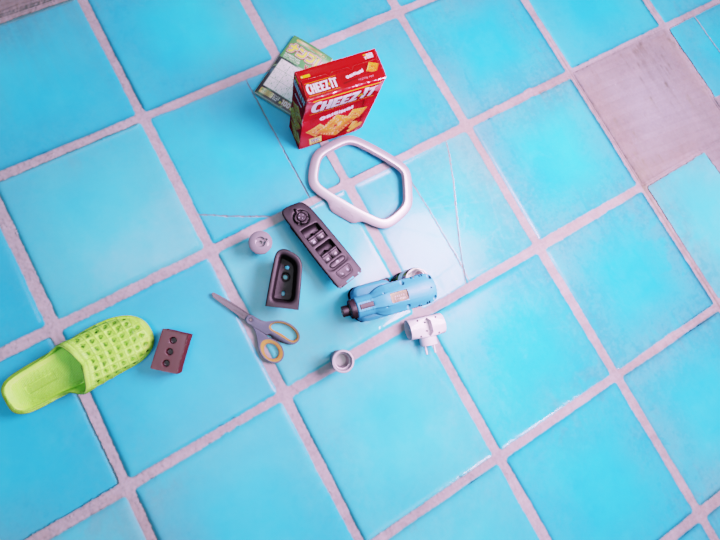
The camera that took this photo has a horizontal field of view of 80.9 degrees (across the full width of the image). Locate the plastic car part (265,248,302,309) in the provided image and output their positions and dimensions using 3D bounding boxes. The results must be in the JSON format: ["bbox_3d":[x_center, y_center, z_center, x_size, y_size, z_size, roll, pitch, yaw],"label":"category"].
[{"bbox_3d":[-0.154,0.019,0.864,0.065,0.071,0.117,8,80,-9],"label":"plastic car part"}]

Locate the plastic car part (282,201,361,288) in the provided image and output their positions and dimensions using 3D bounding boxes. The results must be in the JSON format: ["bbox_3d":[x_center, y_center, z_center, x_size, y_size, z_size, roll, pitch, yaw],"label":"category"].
[{"bbox_3d":[-0.087,-0.057,0.888,0.066,0.067,0.204,-37,87,-13],"label":"plastic car part"}]

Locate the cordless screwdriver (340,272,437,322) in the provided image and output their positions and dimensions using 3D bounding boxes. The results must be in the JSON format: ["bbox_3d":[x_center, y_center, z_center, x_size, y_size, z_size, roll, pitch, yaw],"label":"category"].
[{"bbox_3d":[0.023,0.058,0.788,0.157,0.250,0.075,-15,87,-13],"label":"cordless screwdriver"}]

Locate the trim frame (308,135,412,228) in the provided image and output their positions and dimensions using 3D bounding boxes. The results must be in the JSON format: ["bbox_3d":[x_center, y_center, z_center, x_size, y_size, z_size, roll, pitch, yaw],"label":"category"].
[{"bbox_3d":[0.002,-0.198,0.945,0.248,0.027,0.184,29,78,-1],"label":"trim frame"}]
